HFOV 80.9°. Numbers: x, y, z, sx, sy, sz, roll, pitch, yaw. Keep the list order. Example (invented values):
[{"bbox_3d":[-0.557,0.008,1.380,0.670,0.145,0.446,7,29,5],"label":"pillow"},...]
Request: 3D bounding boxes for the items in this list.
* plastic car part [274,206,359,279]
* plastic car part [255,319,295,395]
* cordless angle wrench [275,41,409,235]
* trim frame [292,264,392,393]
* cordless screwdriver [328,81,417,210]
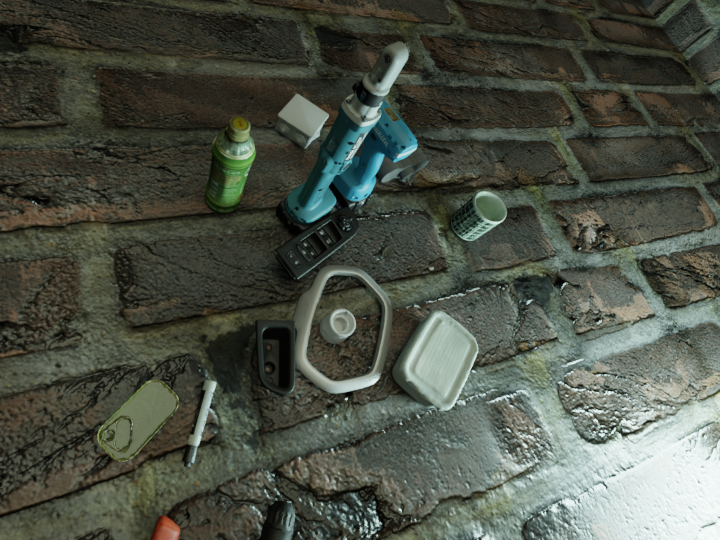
[{"bbox_3d":[-0.079,-0.052,0.811,0.067,0.067,0.199,48,58,4],"label":"plastic car part"},{"bbox_3d":[-0.143,0.145,0.684,0.064,0.071,0.120,5,64,-21],"label":"plastic car part"},{"bbox_3d":[-0.039,-0.188,0.684,0.096,0.426,0.075,-38,87,-33],"label":"cordless angle wrench"},{"bbox_3d":[-0.031,0.100,0.775,0.181,0.027,0.252,21,59,-10],"label":"trim frame"},{"bbox_3d":[-0.003,-0.229,0.822,0.072,0.250,0.162,-27,80,-32],"label":"cordless screwdriver"}]
